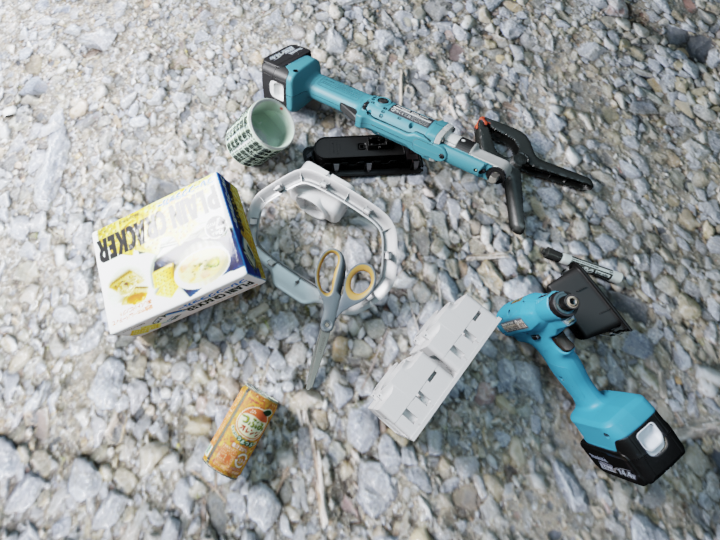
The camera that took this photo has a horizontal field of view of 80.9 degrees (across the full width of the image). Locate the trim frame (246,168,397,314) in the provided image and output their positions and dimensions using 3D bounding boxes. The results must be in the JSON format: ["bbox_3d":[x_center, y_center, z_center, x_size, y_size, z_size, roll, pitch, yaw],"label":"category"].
[{"bbox_3d":[-0.061,-0.040,0.629,0.252,0.027,0.184,33,103,7],"label":"trim frame"}]

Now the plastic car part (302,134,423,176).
[{"bbox_3d":[0.005,-0.194,0.702,0.203,0.066,0.067,-4,79,-1],"label":"plastic car part"}]

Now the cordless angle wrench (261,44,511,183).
[{"bbox_3d":[0.029,-0.239,0.656,0.440,0.072,0.097,32,55,21],"label":"cordless angle wrench"}]

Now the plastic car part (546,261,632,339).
[{"bbox_3d":[0.319,0.054,0.623,0.071,0.064,0.120,-33,72,1],"label":"plastic car part"}]

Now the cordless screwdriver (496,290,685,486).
[{"bbox_3d":[0.290,0.136,0.537,0.073,0.157,0.255,-32,77,-14],"label":"cordless screwdriver"}]
